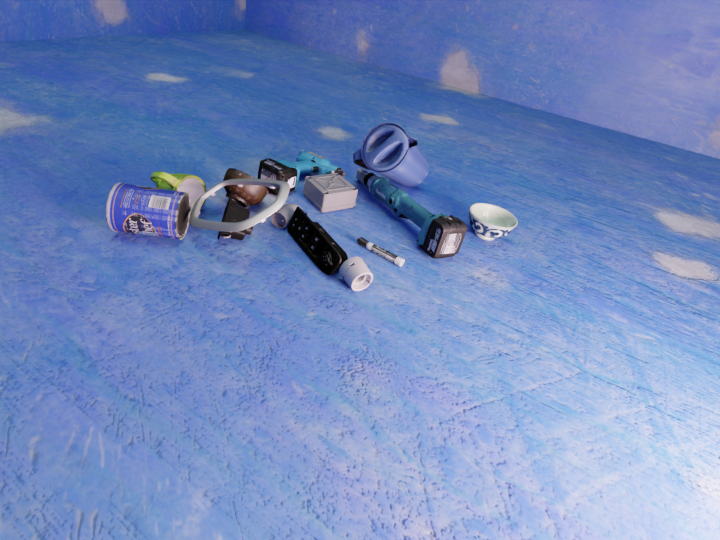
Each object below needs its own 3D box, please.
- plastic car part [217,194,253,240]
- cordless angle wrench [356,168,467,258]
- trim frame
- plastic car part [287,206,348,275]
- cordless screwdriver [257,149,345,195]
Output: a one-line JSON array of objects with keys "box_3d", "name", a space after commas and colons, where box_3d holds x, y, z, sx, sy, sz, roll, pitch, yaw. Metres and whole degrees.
[{"box_3d": [-0.276, -0.104, 0.945, 0.068, 0.066, 0.121, 14, 36, -21], "name": "plastic car part"}, {"box_3d": [0.101, -0.179, 1.110, 0.071, 0.096, 0.447, -6, 35, -30], "name": "cordless angle wrench"}, {"box_3d": [-0.261, -0.146, 0.903, 0.261, 0.026, 0.184, 7, 51, 32], "name": "trim frame"}, {"box_3d": [-0.091, -0.059, 0.926, 0.063, 0.066, 0.214, 17, 23, -42], "name": "plastic car part"}, {"box_3d": [-0.164, -0.276, 1.193, 0.166, 0.073, 0.243, 26, 34, 20], "name": "cordless screwdriver"}]
